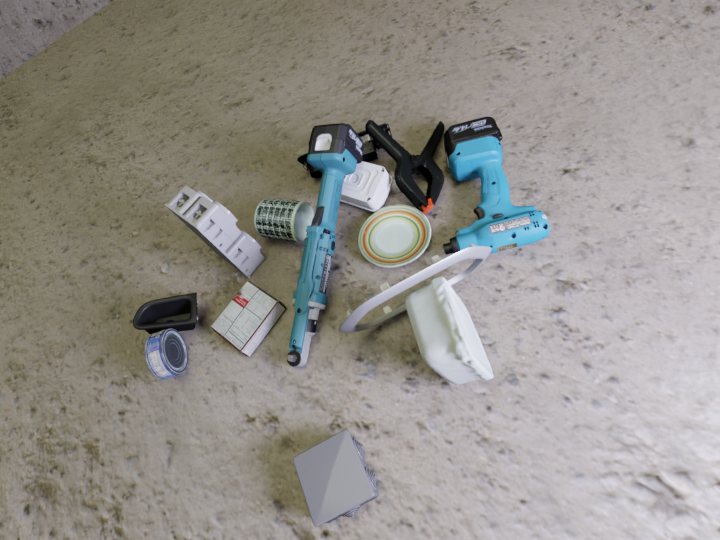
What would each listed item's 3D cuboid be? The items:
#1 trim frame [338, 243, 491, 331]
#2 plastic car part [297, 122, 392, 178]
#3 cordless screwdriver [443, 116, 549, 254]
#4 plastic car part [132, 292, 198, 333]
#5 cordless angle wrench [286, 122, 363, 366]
[{"bbox_3d":[0.077,0.028,0.615,0.249,0.177,0.028,-30,71,2],"label":"trim frame"},{"bbox_3d":[-0.031,-0.242,0.892,0.207,0.064,0.068,-12,83,13],"label":"plastic car part"},{"bbox_3d":[0.197,-0.142,0.733,0.162,0.071,0.257,-16,60,11],"label":"cordless screwdriver"},{"bbox_3d":[-0.364,0.093,0.811,0.116,0.068,0.068,-10,56,-4],"label":"plastic car part"},{"bbox_3d":[-0.072,-0.047,0.740,0.077,0.093,0.426,4,78,25],"label":"cordless angle wrench"}]
